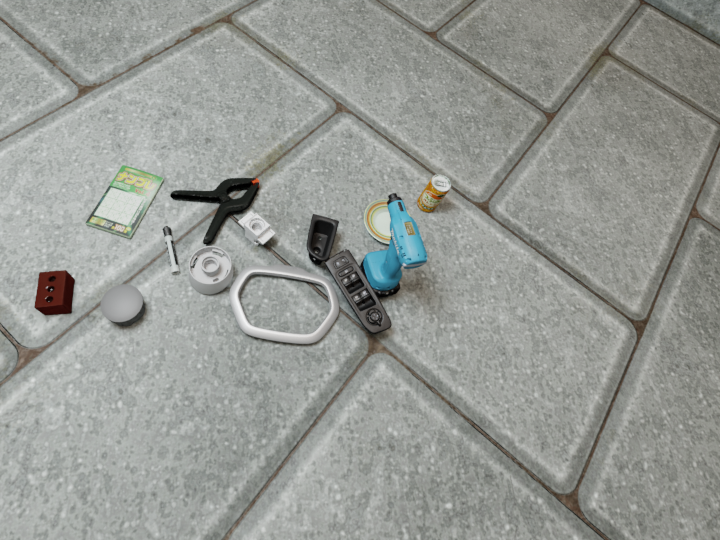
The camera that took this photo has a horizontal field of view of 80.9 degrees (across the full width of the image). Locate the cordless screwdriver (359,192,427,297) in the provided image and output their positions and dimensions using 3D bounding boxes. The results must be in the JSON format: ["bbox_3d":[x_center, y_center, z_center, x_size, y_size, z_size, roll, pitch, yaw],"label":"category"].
[{"bbox_3d":[0.061,-0.044,0.920,0.073,0.247,0.164,-7,68,-18],"label":"cordless screwdriver"}]

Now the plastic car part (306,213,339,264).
[{"bbox_3d":[-0.098,-0.064,1.002,0.065,0.070,0.118,14,63,-6],"label":"plastic car part"}]

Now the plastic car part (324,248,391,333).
[{"bbox_3d":[-0.008,0.056,0.960,0.065,0.066,0.209,-26,71,-23],"label":"plastic car part"}]

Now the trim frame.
[{"bbox_3d":[-0.169,0.069,0.947,0.246,0.027,0.188,7,63,-6],"label":"trim frame"}]
